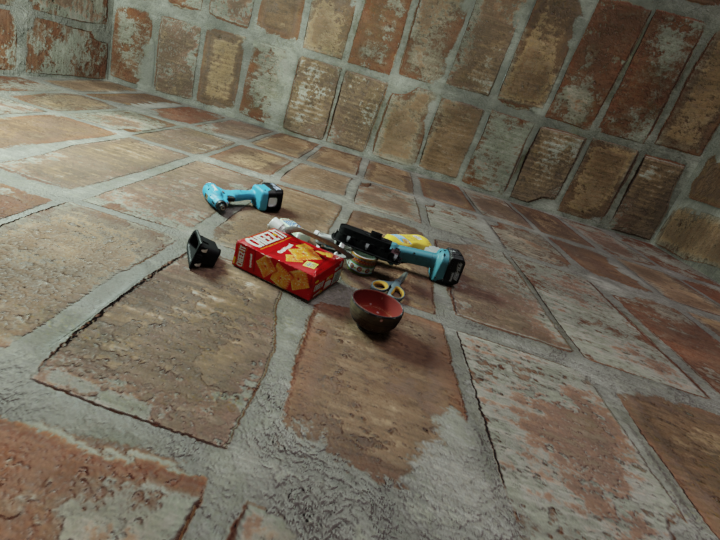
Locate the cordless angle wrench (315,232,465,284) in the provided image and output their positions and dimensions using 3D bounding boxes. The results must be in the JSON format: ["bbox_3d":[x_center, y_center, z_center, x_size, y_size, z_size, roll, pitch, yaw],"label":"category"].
[{"bbox_3d":[0.080,-0.052,1.221,0.423,0.096,0.075,12,26,0],"label":"cordless angle wrench"}]

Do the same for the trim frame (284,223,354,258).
[{"bbox_3d":[-0.105,-0.069,1.073,0.179,0.027,0.255,30,-10,-16],"label":"trim frame"}]

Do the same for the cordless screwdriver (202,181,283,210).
[{"bbox_3d":[-0.365,-0.229,1.349,0.238,0.073,0.168,-5,31,-32],"label":"cordless screwdriver"}]

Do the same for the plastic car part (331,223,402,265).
[{"bbox_3d":[0.017,-0.077,1.133,0.208,0.066,0.066,18,27,12],"label":"plastic car part"}]

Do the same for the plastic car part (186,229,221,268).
[{"bbox_3d":[-0.354,-0.047,0.967,0.068,0.066,0.122,23,14,-30],"label":"plastic car part"}]
